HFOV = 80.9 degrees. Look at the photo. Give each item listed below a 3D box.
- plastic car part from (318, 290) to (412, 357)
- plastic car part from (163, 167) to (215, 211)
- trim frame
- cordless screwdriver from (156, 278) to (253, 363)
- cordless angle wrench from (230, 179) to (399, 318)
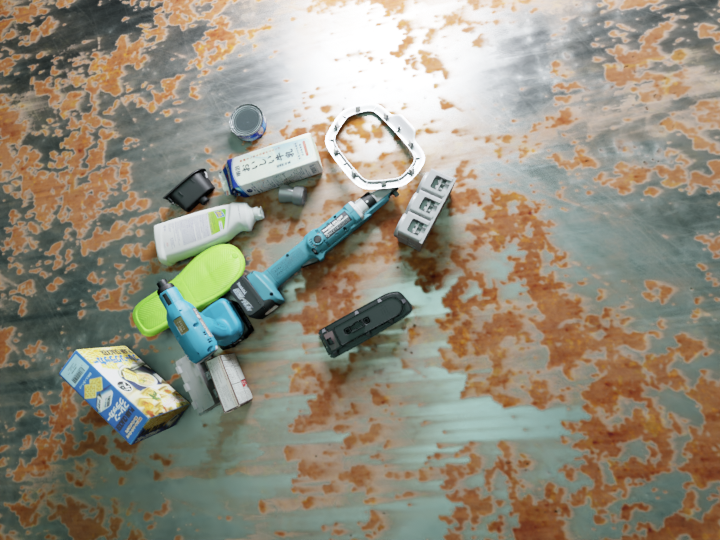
[{"bbox_3d":[0.009,0.105,0.875,0.203,0.065,0.068,-28,71,1],"label":"plastic car part"},{"bbox_3d":[-0.398,-0.183,1.010,0.116,0.066,0.071,-39,92,-3],"label":"plastic car part"},{"bbox_3d":[0.030,-0.282,0.945,0.183,0.026,0.259,-32,65,-6],"label":"trim frame"},{"bbox_3d":[-0.306,0.091,0.836,0.074,0.245,0.162,-36,84,0],"label":"cordless screwdriver"},{"bbox_3d":[-0.090,-0.059,0.921,0.422,0.072,0.100,-39,78,-2],"label":"cordless angle wrench"}]
